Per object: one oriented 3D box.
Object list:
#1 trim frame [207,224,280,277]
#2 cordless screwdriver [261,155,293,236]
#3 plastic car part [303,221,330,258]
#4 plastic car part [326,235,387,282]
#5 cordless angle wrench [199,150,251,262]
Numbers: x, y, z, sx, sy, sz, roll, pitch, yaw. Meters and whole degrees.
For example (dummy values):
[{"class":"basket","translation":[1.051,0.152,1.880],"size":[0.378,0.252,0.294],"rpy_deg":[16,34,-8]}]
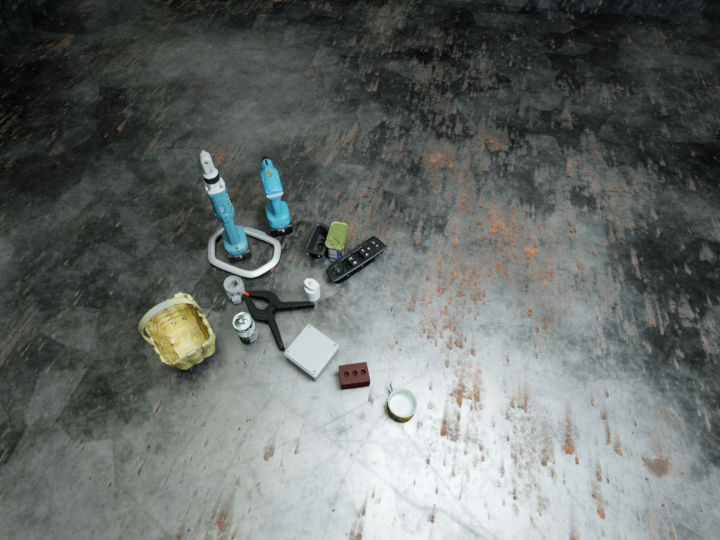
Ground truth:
[{"class":"trim frame","translation":[-0.377,-0.068,1.365],"size":[0.255,0.026,0.185],"rpy_deg":[17,59,14]},{"class":"cordless screwdriver","translation":[-0.273,-0.229,1.338],"size":[0.073,0.241,0.166],"rpy_deg":[-13,59,-10]},{"class":"plastic car part","translation":[-0.131,-0.086,1.338],"size":[0.067,0.069,0.118],"rpy_deg":[12,58,8]},{"class":"plastic car part","translation":[-0.017,-0.025,1.295],"size":[0.200,0.065,0.069],"rpy_deg":[-32,62,-17]},{"class":"cordless angle wrench","translation":[-0.389,-0.171,1.205],"size":[0.073,0.410,0.102],"rpy_deg":[-15,60,-12]}]
